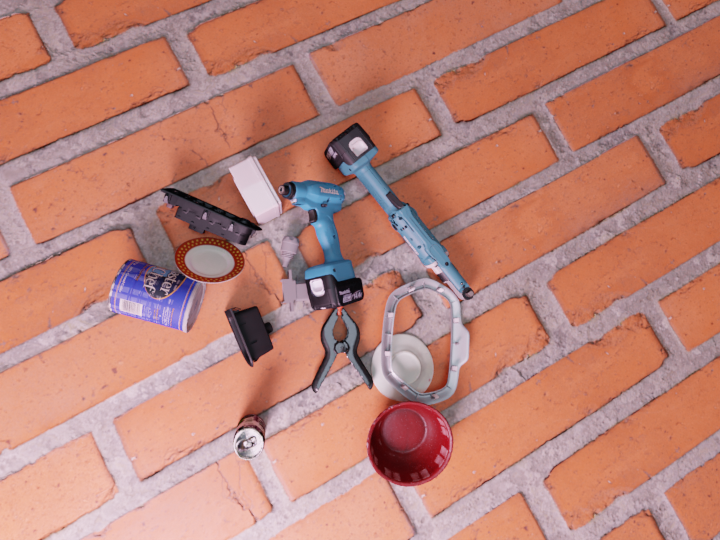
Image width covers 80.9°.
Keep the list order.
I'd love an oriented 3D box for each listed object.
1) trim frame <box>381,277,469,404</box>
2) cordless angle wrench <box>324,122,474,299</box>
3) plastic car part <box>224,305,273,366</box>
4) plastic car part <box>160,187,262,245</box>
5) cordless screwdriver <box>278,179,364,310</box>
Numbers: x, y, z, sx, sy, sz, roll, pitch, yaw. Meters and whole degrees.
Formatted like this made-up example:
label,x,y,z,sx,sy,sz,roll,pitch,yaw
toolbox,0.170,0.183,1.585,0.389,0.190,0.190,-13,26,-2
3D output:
label,x,y,z,sx,sy,sz,roll,pitch,yaw
trim frame,0.130,0.137,0.842,0.180,0.028,0.252,10,73,-13
cordless angle wrench,0.089,-0.106,0.863,0.074,0.099,0.421,-39,92,-11
plastic car part,-0.206,0.116,0.812,0.069,0.067,0.117,-26,90,-25
plastic car part,-0.294,-0.101,0.829,0.202,0.067,0.067,19,91,-4
cordless screwdriver,-0.079,-0.051,0.803,0.152,0.077,0.251,-1,79,-51
